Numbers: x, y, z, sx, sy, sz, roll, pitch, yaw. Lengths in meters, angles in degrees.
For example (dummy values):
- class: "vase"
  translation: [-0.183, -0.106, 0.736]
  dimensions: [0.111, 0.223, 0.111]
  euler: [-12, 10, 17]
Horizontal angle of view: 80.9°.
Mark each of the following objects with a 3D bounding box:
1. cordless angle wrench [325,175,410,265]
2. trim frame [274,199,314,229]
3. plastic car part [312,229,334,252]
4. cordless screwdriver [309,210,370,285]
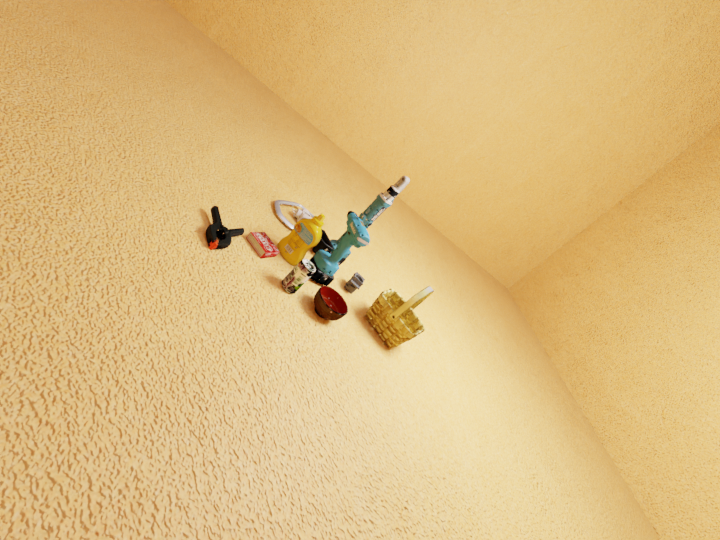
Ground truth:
- class: "cordless angle wrench"
  translation: [0.019, -0.183, 1.530]
  dimensions: [0.093, 0.426, 0.078]
  euler: [12, 40, -53]
- class: "trim frame"
  translation: [-0.245, -0.206, 1.658]
  dimensions: [0.191, 0.028, 0.238]
  euler: [51, 23, 19]
- class: "plastic car part"
  translation: [-0.153, -0.100, 1.561]
  dimensions: [0.062, 0.071, 0.122]
  euler: [22, 30, -43]
- class: "cordless screwdriver"
  translation: [-0.079, -0.077, 1.405]
  dimensions: [0.070, 0.251, 0.167]
  euler: [28, 28, -36]
